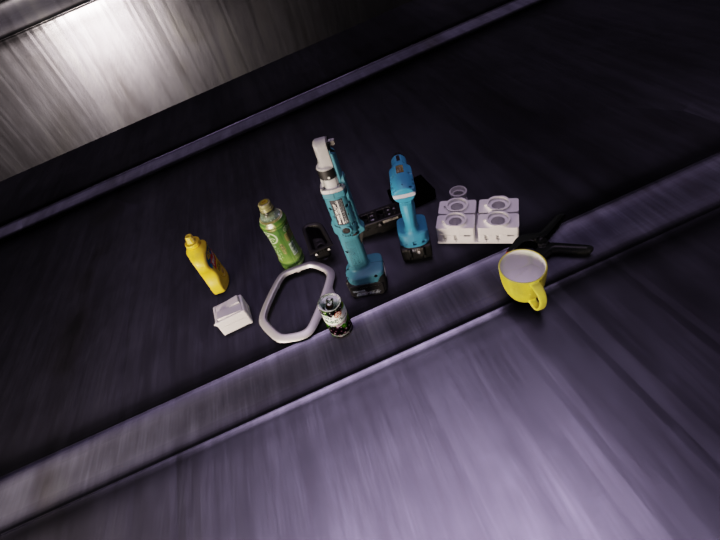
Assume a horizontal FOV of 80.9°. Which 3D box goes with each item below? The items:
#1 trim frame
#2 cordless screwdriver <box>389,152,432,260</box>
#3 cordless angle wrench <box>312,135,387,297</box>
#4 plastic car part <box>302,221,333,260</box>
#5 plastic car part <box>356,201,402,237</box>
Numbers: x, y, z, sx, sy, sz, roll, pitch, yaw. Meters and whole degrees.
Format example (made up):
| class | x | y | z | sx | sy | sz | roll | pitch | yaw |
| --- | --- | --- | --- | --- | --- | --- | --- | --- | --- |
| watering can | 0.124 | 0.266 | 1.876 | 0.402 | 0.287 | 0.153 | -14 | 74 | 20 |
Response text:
| class | x | y | z | sx | sy | sz | roll | pitch | yaw |
| --- | --- | --- | --- | --- | --- | --- | --- | --- | --- |
| trim frame | -0.155 | 0.074 | 1.064 | 0.191 | 0.026 | 0.251 | 1 | 49 | 23 |
| cordless screwdriver | 0.114 | -0.152 | 1.016 | 0.076 | 0.237 | 0.164 | -11 | 44 | 10 |
| cordless angle wrench | -0.028 | -0.102 | 0.908 | 0.100 | 0.403 | 0.077 | -10 | 44 | 10 |
| plastic car part | -0.113 | -0.074 | 1.158 | 0.066 | 0.067 | 0.122 | -24 | 44 | -2 |
| plastic car part | 0.044 | -0.133 | 1.152 | 0.205 | 0.064 | 0.069 | -15 | 44 | 8 |
